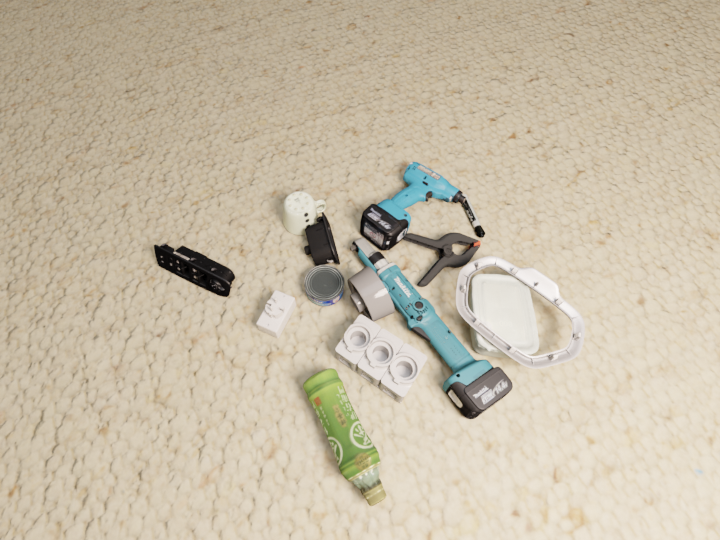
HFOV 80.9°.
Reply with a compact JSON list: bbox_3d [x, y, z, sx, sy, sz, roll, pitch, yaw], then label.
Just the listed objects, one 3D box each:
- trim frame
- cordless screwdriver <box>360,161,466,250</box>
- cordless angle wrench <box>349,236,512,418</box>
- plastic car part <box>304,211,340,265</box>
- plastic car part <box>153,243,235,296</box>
[{"bbox_3d":[0.298,0.071,0.802,0.259,0.027,0.182,39,67,24],"label":"trim frame"},{"bbox_3d":[0.122,-0.145,0.984,0.165,0.072,0.246,34,62,19],"label":"cordless screwdriver"},{"bbox_3d":[0.113,0.084,0.850,0.096,0.072,0.443,-29,60,-16],"label":"cordless angle wrench"},{"bbox_3d":[-0.093,-0.061,0.954,0.072,0.063,0.120,-17,63,8],"label":"plastic car part"},{"bbox_3d":[-0.357,-0.005,0.931,0.210,0.065,0.066,26,37,18],"label":"plastic car part"}]
